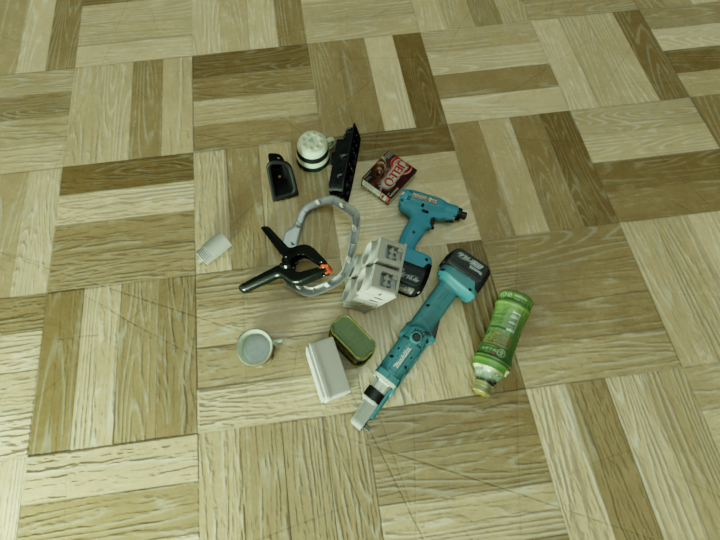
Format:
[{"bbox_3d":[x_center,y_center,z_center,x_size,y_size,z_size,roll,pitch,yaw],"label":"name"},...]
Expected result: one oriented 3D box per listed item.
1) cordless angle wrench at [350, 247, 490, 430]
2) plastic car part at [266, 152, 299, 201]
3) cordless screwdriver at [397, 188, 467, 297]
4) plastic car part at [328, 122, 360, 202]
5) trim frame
[{"bbox_3d":[0.114,0.141,0.873,0.100,0.073,0.421,35,75,11],"label":"cordless angle wrench"},{"bbox_3d":[-0.194,-0.233,1.009,0.065,0.112,0.074,-16,47,-9],"label":"plastic car part"},{"bbox_3d":[0.143,-0.063,0.952,0.161,0.073,0.251,16,66,6],"label":"cordless screwdriver"},{"bbox_3d":[-0.042,-0.262,1.038,0.068,0.064,0.207,1,68,9],"label":"plastic car part"},{"bbox_3d":[-0.093,-0.061,0.950,0.192,0.026,0.252,1,69,26],"label":"trim frame"}]
